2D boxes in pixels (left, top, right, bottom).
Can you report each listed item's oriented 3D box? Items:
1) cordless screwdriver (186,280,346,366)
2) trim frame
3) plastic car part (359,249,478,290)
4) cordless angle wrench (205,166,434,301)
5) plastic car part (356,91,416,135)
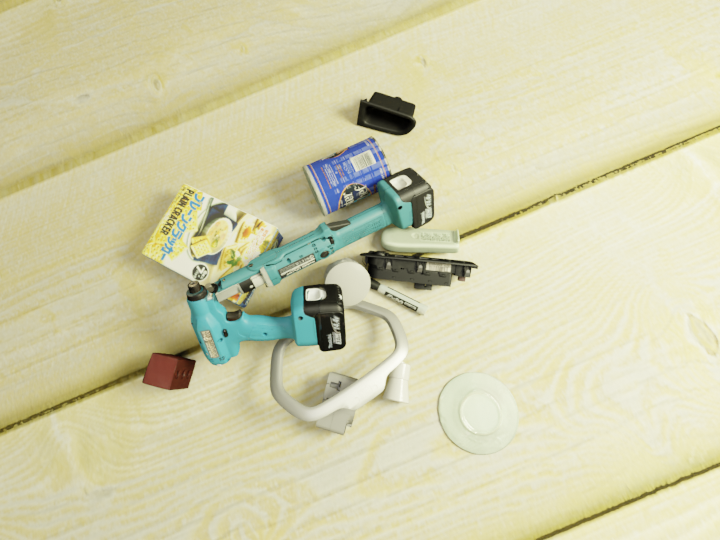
[{"bbox_3d":[-0.150,0.070,0.683,0.250,0.153,0.077,-8,32,3],"label":"cordless screwdriver"},{"bbox_3d":[-0.039,0.142,0.711,0.245,0.026,0.195,-32,50,-16],"label":"trim frame"},{"bbox_3d":[0.098,-0.002,0.761,0.206,0.066,0.066,10,103,7],"label":"plastic car part"},{"bbox_3d":[-0.072,-0.047,0.737,0.420,0.093,0.078,-27,51,-7],"label":"cordless angle wrench"},{"bbox_3d":[0.059,-0.323,0.854,0.118,0.064,0.072,16,63,5],"label":"plastic car part"}]
